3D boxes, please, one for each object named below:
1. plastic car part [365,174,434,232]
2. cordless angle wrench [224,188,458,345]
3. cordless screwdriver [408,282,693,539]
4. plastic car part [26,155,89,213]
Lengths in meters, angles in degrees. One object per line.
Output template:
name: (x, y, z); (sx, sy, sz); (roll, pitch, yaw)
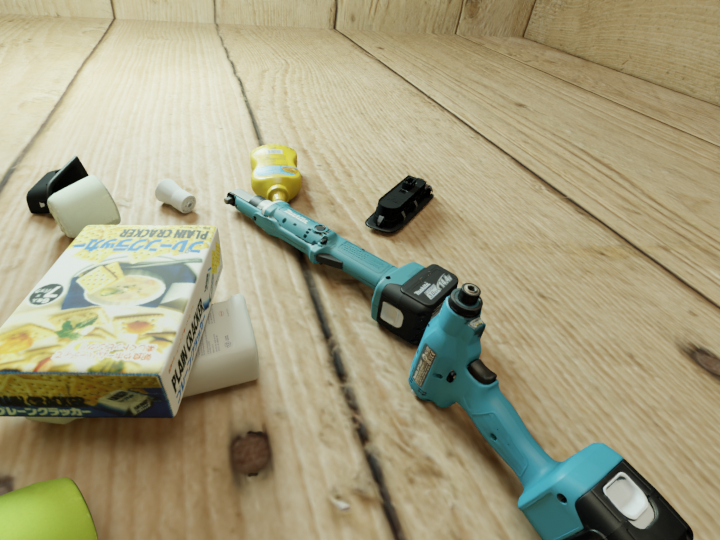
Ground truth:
plastic car part: (0.080, -0.132, 0.790); (0.068, 0.066, 0.200); (29, 46, 15)
cordless angle wrench: (-0.063, -0.042, 0.649); (0.445, 0.072, 0.095); (30, 43, 31)
cordless screwdriver: (0.147, 0.136, 0.379); (0.072, 0.155, 0.263); (-16, 46, -30)
plastic car part: (-0.523, -0.137, 0.720); (0.072, 0.063, 0.119); (-4, 40, 9)
